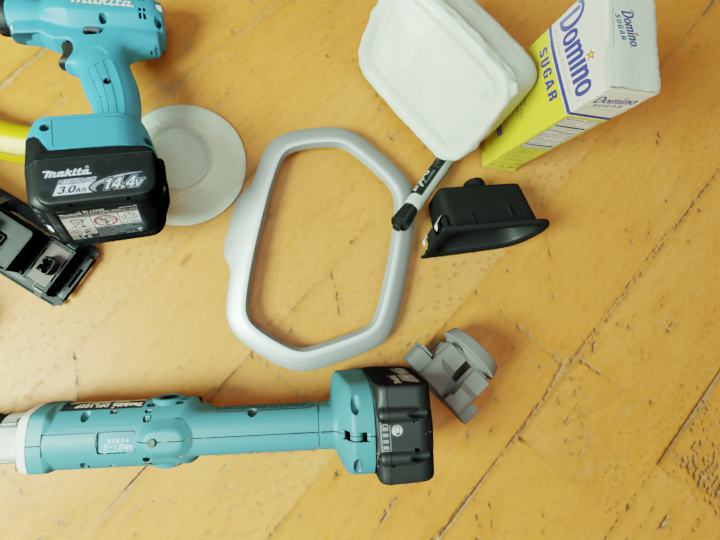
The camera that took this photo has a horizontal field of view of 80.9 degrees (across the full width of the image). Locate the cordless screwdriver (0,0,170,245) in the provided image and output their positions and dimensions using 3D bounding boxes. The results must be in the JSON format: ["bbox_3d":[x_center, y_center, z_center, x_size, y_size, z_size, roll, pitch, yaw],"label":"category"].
[{"bbox_3d":[-0.250,-0.147,0.370,0.155,0.074,0.256,-6,67,-18],"label":"cordless screwdriver"}]

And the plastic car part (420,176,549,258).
[{"bbox_3d":[0.117,-0.059,0.427,0.115,0.065,0.073,-10,70,-11],"label":"plastic car part"}]

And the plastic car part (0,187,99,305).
[{"bbox_3d":[-0.350,-0.045,0.382,0.204,0.066,0.066,32,87,3],"label":"plastic car part"}]

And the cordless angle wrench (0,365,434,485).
[{"bbox_3d":[-0.158,0.133,0.355,0.422,0.098,0.075,-2,87,-2],"label":"cordless angle wrench"}]

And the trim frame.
[{"bbox_3d":[-0.041,-0.027,0.422,0.183,0.027,0.250,11,82,-4],"label":"trim frame"}]
